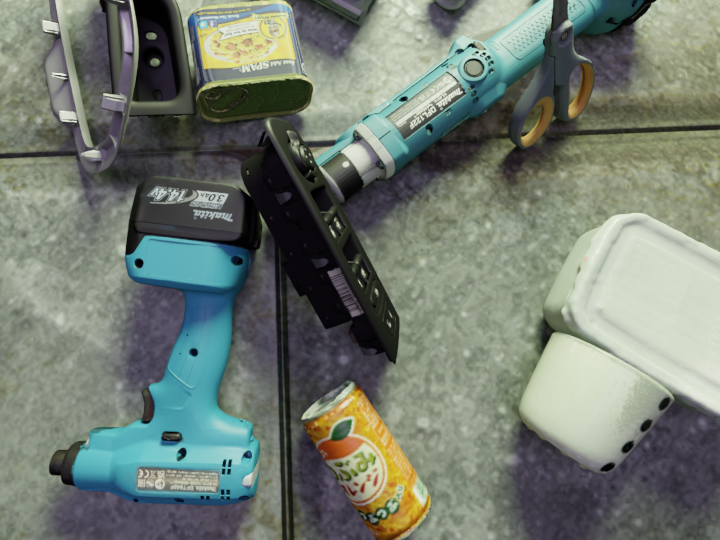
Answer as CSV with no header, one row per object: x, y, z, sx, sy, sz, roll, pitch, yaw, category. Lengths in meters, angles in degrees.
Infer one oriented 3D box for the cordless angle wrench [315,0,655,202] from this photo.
0.094,-0.170,0.381,0.422,0.074,0.099,-38,85,-4,cordless angle wrench

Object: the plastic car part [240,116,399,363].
-0.033,-0.021,0.334,0.069,0.066,0.198,-17,106,25,plastic car part

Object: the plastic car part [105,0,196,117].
-0.188,-0.191,0.380,0.064,0.073,0.116,-6,94,-18,plastic car part

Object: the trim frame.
-0.233,-0.203,0.352,0.026,0.190,0.251,-9,80,-46,trim frame

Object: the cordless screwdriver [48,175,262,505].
-0.158,0.053,0.340,0.159,0.074,0.250,1,84,-1,cordless screwdriver
